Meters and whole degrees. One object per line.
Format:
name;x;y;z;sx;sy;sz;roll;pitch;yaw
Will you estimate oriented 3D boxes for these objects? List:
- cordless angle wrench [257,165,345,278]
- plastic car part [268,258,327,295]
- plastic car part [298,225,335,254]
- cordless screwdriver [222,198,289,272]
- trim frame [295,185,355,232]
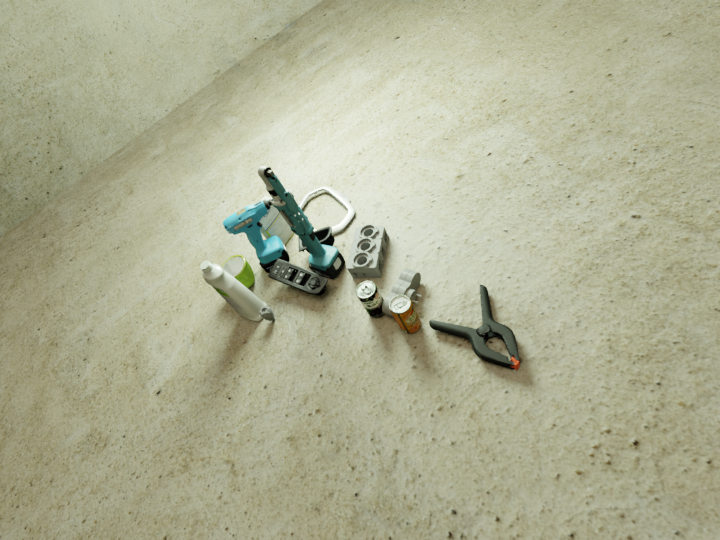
cordless angle wrench;-0.163;-0.125;1.142;0.103;0.401;0.074;17;63;35
plastic car part;-0.181;0.030;1.262;0.214;0.063;0.066;17;64;36
plastic car part;-0.129;-0.085;1.322;0.119;0.067;0.068;-18;49;14
cordless screwdriver;-0.295;-0.110;1.313;0.160;0.236;0.078;-29;47;3
trim frame;-0.123;-0.205;1.440;0.183;0.026;0.263;-40;47;-6
